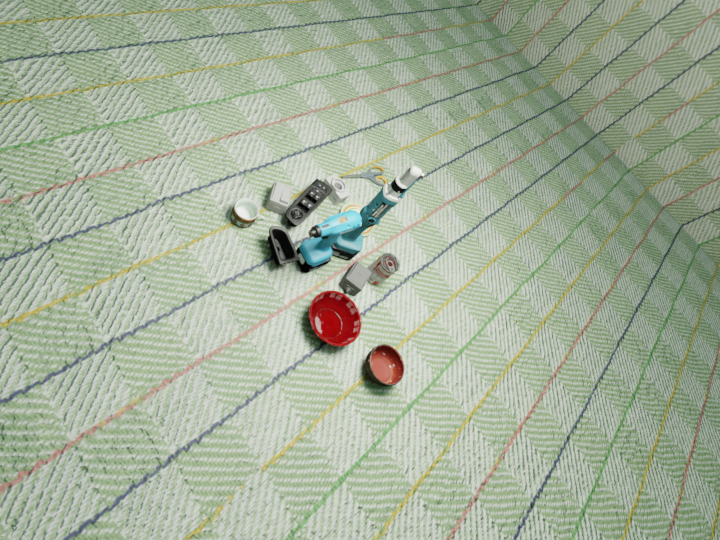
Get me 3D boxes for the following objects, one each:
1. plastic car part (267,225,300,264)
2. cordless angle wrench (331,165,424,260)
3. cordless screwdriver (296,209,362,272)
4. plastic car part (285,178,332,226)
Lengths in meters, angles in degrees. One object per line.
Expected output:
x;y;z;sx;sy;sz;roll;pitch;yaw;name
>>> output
-0.233;-0.064;1.216;0.063;0.071;0.120;-13;70;-34;plastic car part
0.033;-0.158;1.184;0.095;0.428;0.076;21;56;-20;cordless angle wrench
-0.114;-0.075;1.170;0.154;0.252;0.076;-22;78;-37;cordless screwdriver
-0.172;-0.206;1.335;0.066;0.068;0.202;39;52;-5;plastic car part
